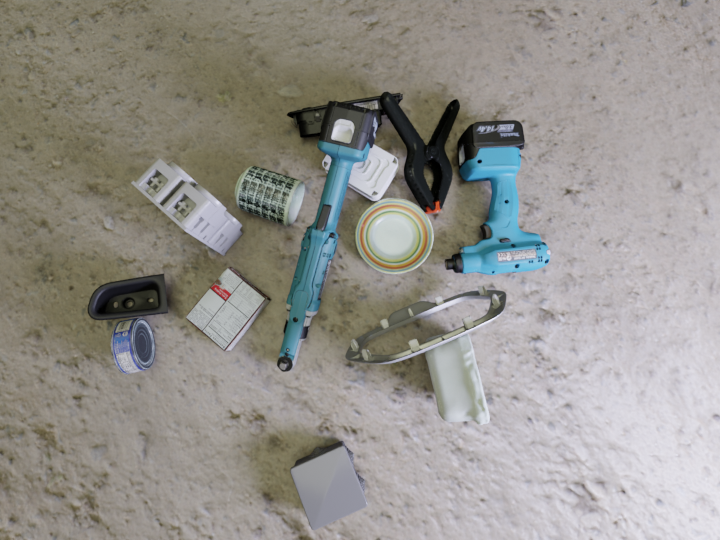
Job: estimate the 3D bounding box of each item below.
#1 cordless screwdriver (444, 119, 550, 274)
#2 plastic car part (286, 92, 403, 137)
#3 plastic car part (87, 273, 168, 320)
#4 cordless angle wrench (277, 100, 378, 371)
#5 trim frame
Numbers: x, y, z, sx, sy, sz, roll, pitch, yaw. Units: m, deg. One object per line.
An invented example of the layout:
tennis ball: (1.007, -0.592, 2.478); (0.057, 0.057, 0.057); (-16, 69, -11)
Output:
cordless screwdriver: (0.206, -0.116, 0.701); (0.160, 0.073, 0.251); (-7, 82, 1)
plastic car part: (-0.029, -0.272, 0.757); (0.203, 0.067, 0.066); (-4, 106, 1)
plastic car part: (-0.380, 0.050, 0.701); (0.114, 0.071, 0.067); (-8, 79, -16)
cordless angle wrench: (-0.065, -0.043, 0.666); (0.076, 0.097, 0.421); (16, 96, 6)
trim frame: (0.092, 0.076, 0.612); (0.248, 0.186, 0.027); (-24, 97, -2)
